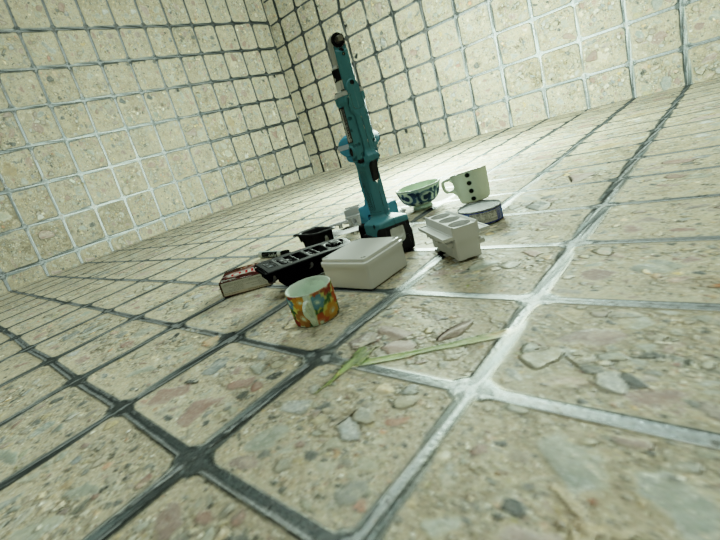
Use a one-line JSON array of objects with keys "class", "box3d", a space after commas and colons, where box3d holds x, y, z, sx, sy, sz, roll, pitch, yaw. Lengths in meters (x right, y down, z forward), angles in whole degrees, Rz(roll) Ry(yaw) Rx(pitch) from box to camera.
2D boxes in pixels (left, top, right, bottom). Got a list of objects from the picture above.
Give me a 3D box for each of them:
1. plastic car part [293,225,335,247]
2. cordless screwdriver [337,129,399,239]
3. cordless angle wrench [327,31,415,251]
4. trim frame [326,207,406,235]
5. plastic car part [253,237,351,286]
[{"class": "plastic car part", "box3d": [-0.094, -0.061, 0.960, 0.064, 0.069, 0.122, -24, 18, -26]}, {"class": "cordless screwdriver", "box3d": [0.032, -0.196, 0.960, 0.077, 0.244, 0.156, -8, 17, 31]}, {"class": "cordless angle wrench", "box3d": [0.007, -0.233, 0.812, 0.073, 0.414, 0.102, -20, 14, -17]}, {"class": "trim frame", "box3d": [0.004, -0.127, 1.135, 0.247, 0.027, 0.190, -19, 18, -6]}, {"class": "plastic car part", "box3d": [-0.101, -0.014, 0.831, 0.198, 0.065, 0.069, -26, 18, -25]}]
